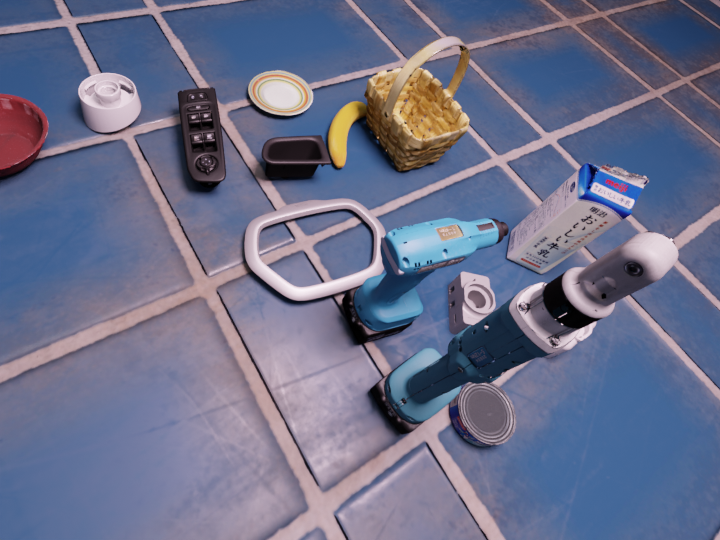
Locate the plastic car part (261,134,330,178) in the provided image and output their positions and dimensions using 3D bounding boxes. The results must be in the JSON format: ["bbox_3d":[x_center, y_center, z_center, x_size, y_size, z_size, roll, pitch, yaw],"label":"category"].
[{"bbox_3d":[-0.121,-0.192,0.745,0.113,0.070,0.068,-9,64,-19],"label":"plastic car part"}]

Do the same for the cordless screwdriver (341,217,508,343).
[{"bbox_3d":[0.074,0.012,0.563,0.155,0.247,0.077,-12,67,-22],"label":"cordless screwdriver"}]

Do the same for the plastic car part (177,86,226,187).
[{"bbox_3d":[-0.273,-0.224,0.732,0.065,0.066,0.210,-7,62,-19],"label":"plastic car part"}]

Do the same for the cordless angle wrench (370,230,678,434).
[{"bbox_3d":[0.121,0.084,0.429,0.096,0.420,0.076,-29,74,-29],"label":"cordless angle wrench"}]

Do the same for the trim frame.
[{"bbox_3d":[-0.068,-0.044,0.695,0.242,0.027,0.191,-18,65,-22],"label":"trim frame"}]
